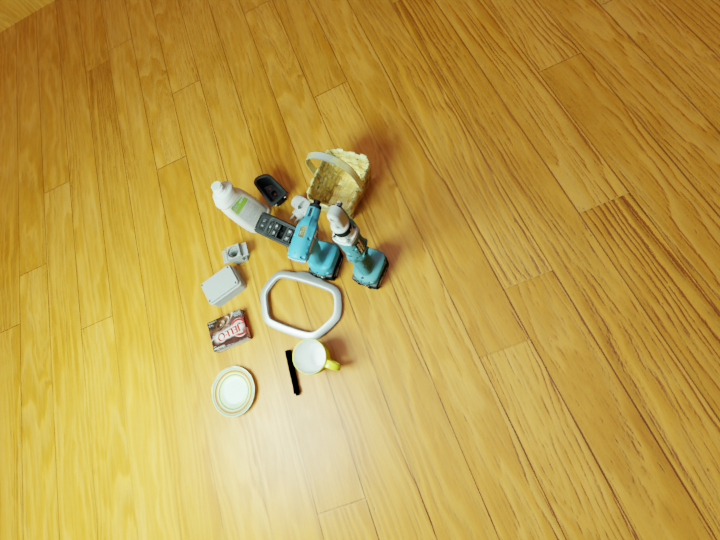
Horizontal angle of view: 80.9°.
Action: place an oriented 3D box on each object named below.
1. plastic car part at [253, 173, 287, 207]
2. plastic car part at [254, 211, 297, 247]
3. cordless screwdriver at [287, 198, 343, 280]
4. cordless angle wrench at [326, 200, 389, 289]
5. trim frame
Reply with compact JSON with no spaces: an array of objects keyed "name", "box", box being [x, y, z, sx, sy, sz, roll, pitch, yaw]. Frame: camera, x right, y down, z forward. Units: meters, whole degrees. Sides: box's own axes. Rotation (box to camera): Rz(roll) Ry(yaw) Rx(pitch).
[{"name":"plastic car part","box":[-0.273,-0.245,1.315,0.066,0.068,0.122,-41,66,-1]},{"name":"plastic car part","box":[-0.213,-0.101,1.249,0.212,0.064,0.066,24,80,23]},{"name":"cordless screwdriver","box":[-0.109,-0.071,1.110,0.077,0.239,0.160,13,76,17]},{"name":"cordless angle wrench","box":[-0.009,-0.052,0.981,0.077,0.406,0.098,20,79,18]},{"name":"trim frame","box":[-0.171,0.091,1.189,0.258,0.026,0.185,14,76,21]}]
